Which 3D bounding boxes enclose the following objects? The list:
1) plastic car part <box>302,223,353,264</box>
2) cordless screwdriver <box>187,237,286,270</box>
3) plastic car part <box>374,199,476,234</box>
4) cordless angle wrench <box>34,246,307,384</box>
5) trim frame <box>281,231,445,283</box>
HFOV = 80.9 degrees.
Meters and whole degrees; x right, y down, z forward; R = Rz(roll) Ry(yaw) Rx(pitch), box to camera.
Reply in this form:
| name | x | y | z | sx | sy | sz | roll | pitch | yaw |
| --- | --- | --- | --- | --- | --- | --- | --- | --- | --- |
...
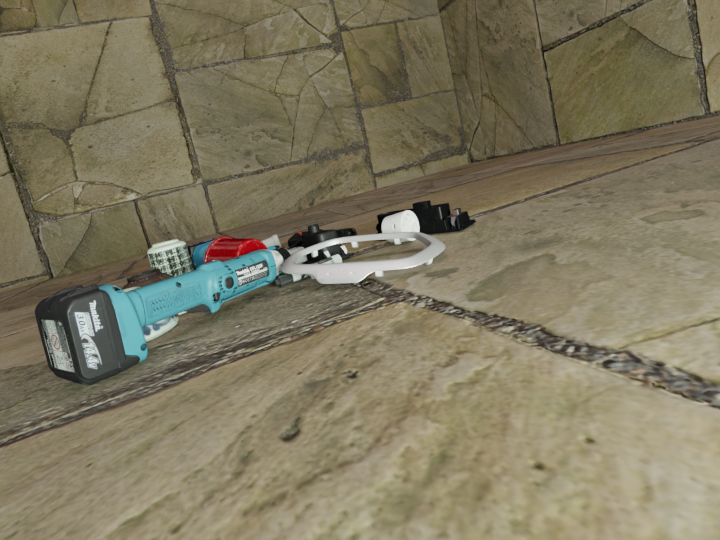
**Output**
| name | x | y | z | sx | sy | sz | roll | pitch | yaw |
| --- | --- | --- | --- | --- | --- | --- | --- | --- | --- |
| plastic car part | -0.077 | -0.050 | 0.785 | 0.064 | 0.070 | 0.122 | -19 | 15 | -30 |
| cordless screwdriver | -0.276 | -0.028 | 0.911 | 0.154 | 0.073 | 0.261 | -21 | 18 | -31 |
| plastic car part | 0.106 | -0.095 | 0.806 | 0.212 | 0.066 | 0.065 | -7 | 20 | 42 |
| cordless angle wrench | -0.203 | 0.020 | 0.591 | 0.077 | 0.097 | 0.410 | -4 | 13 | 31 |
| trim frame | -0.001 | -0.023 | 0.632 | 0.257 | 0.027 | 0.181 | -2 | 19 | 23 |
